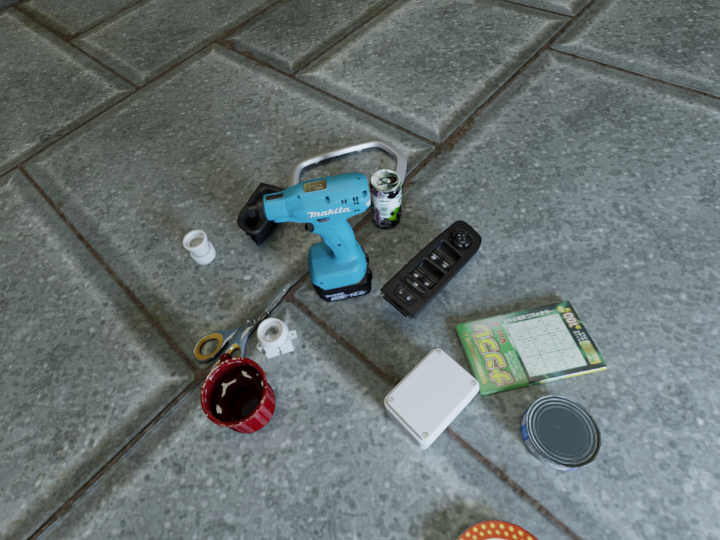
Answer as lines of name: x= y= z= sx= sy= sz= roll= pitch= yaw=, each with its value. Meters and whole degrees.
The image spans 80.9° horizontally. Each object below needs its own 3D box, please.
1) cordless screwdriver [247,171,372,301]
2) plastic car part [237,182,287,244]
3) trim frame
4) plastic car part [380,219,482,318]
cordless screwdriver: x=-0.062 y=-0.040 z=0.632 sx=0.160 sy=0.239 sz=0.077 roll=-8 pitch=57 yaw=1
plastic car part: x=-0.181 y=-0.098 z=0.794 sx=0.068 sy=0.068 sz=0.117 roll=17 pitch=61 yaw=17
trim frame: x=-0.026 y=-0.197 z=0.858 sx=0.247 sy=0.026 sz=0.192 roll=-19 pitch=56 yaw=-3
plastic car part: x=0.120 y=0.000 z=0.679 sx=0.069 sy=0.064 sz=0.201 roll=36 pitch=69 yaw=26
